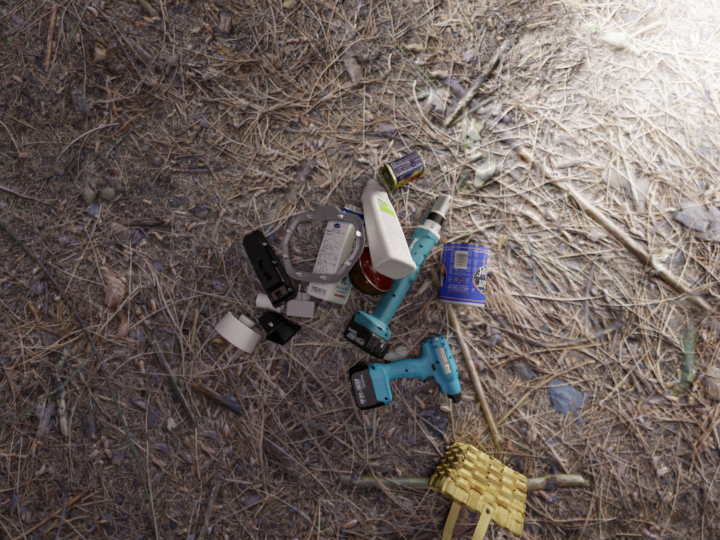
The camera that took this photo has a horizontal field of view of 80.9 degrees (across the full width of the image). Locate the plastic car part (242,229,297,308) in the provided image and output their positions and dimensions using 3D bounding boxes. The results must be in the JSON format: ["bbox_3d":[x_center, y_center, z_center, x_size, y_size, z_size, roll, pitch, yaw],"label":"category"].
[{"bbox_3d":[-0.233,-0.011,1.017,0.067,0.064,0.211,-35,67,10],"label":"plastic car part"}]

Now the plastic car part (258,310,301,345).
[{"bbox_3d":[-0.202,0.128,1.003,0.066,0.111,0.074,-46,65,-2],"label":"plastic car part"}]

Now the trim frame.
[{"bbox_3d":[-0.096,-0.063,0.982,0.261,0.026,0.185,6,77,40],"label":"trim frame"}]

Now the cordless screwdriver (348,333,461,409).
[{"bbox_3d":[0.105,0.262,0.987,0.248,0.074,0.160,-19,86,-2],"label":"cordless screwdriver"}]

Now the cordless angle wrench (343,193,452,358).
[{"bbox_3d":[0.108,-0.001,1.000,0.103,0.070,0.423,23,80,49],"label":"cordless angle wrench"}]
